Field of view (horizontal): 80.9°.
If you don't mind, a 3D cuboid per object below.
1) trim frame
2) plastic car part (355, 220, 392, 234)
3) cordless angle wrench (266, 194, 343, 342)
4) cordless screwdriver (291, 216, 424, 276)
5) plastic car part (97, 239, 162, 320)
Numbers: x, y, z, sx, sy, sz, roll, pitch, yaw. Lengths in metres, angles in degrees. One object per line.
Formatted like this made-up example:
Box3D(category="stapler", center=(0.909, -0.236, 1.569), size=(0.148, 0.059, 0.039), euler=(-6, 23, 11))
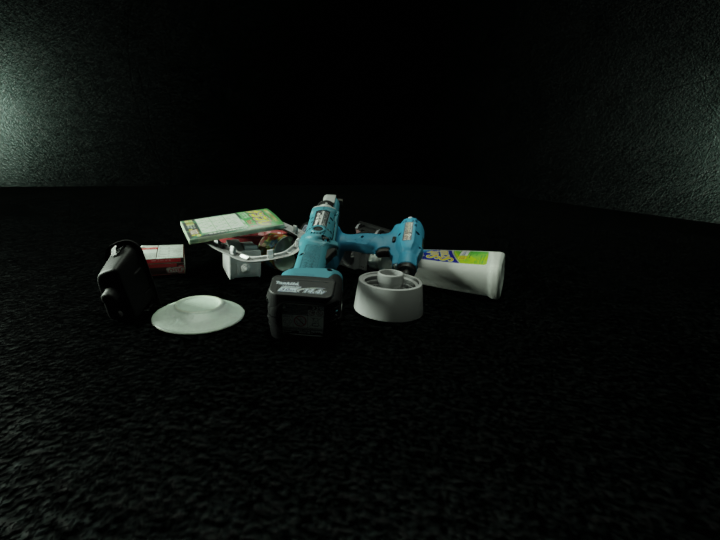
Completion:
Box3D(category="trim frame", center=(-0.209, -0.068, 0.809), size=(0.178, 0.027, 0.263), euler=(-22, 34, -36))
Box3D(category="plastic car part", center=(0.046, -0.069, 1.025), size=(0.065, 0.065, 0.214), euler=(-20, 25, -34))
Box3D(category="cordless angle wrench", center=(-0.070, -0.046, 0.714), size=(0.098, 0.072, 0.432), euler=(2, 30, 0))
Box3D(category="cordless screwdriver", center=(-0.008, -0.035, 0.804), size=(0.256, 0.071, 0.161), euler=(-2, 37, 17))
Box3D(category="plastic car part", center=(-0.328, 0.024, 0.581), size=(0.066, 0.113, 0.073), euler=(1, 38, -1))
